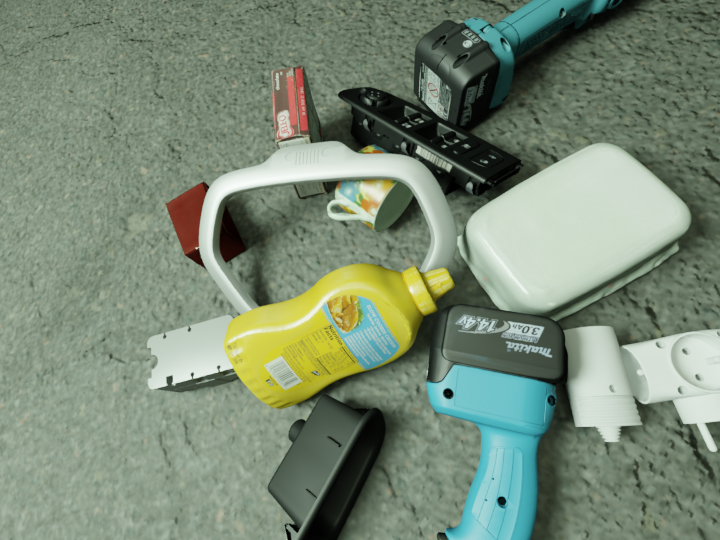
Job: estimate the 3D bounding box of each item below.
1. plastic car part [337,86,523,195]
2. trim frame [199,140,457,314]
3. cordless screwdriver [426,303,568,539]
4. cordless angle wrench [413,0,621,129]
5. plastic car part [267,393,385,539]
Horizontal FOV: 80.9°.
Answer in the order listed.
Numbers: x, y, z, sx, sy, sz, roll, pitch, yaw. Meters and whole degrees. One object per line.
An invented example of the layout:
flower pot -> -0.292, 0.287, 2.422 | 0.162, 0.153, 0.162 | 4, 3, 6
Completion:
plastic car part -> 0.058, -0.134, 0.442 | 0.065, 0.065, 0.212 | -32, 61, -28
trim frame -> -0.039, -0.025, 0.398 | 0.255, 0.027, 0.181 | -2, 104, 16
cordless screwdriver -> 0.074, 0.154, 0.318 | 0.163, 0.071, 0.252 | 2, 73, 15
cordless angle wrench -> 0.250, -0.300, 0.447 | 0.422, 0.094, 0.077 | -34, 69, -4
plastic car part -> -0.034, 0.159, 0.355 | 0.075, 0.062, 0.117 | 17, 70, 33
